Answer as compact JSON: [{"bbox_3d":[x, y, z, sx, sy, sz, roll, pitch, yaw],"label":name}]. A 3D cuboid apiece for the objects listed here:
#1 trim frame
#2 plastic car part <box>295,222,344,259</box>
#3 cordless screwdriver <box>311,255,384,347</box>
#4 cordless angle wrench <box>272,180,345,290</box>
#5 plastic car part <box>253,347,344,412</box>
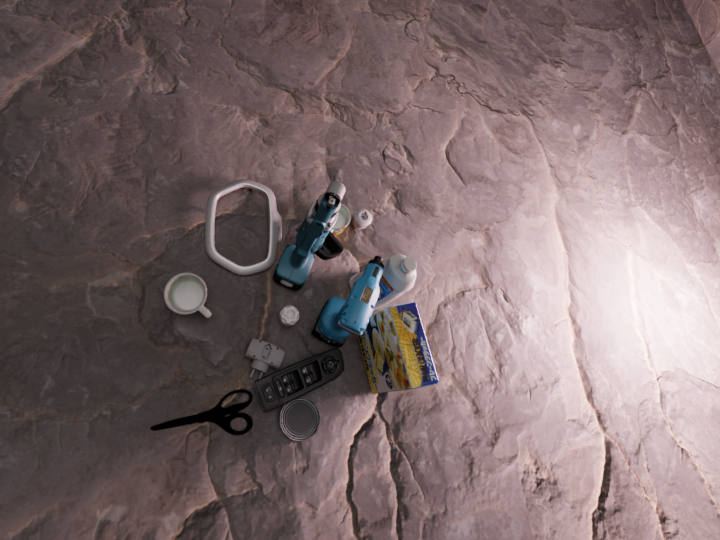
[{"bbox_3d":[-0.279,-0.108,1.019,0.180,0.027,0.254,0,69,-14],"label":"trim frame"},{"bbox_3d":[-0.100,-0.065,1.022,0.065,0.071,0.118,-40,84,-25],"label":"plastic car part"},{"bbox_3d":[-0.023,0.071,0.889,0.073,0.250,0.160,28,65,-8],"label":"cordless screwdriver"},{"bbox_3d":[-0.100,-0.063,0.827,0.073,0.425,0.099,25,66,-9],"label":"cordless angle wrench"},{"bbox_3d":[-0.126,0.229,0.901,0.198,0.067,0.068,-21,78,-21],"label":"plastic car part"}]
